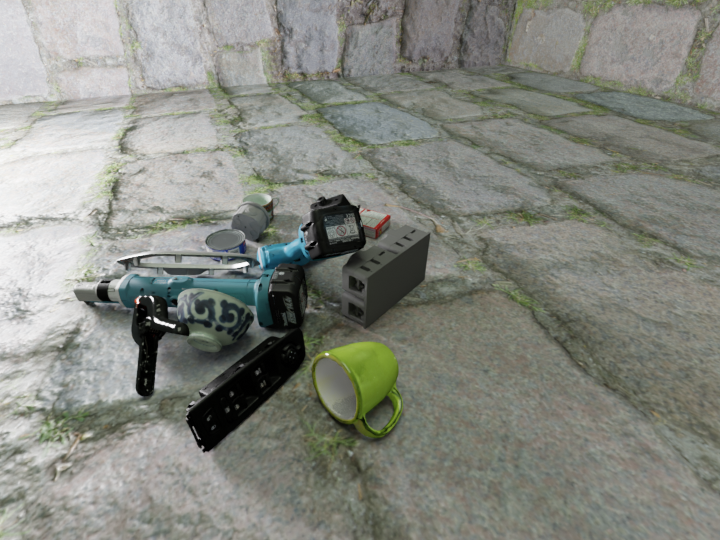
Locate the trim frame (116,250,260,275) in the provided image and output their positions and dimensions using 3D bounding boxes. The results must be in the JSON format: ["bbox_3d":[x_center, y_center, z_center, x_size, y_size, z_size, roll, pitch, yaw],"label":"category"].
[{"bbox_3d":[-0.300,-0.010,0.758,0.238,0.028,0.190,0,-6,-30],"label":"trim frame"}]

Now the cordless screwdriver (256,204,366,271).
[{"bbox_3d":[-0.075,-0.049,0.771,0.153,0.075,0.256,-10,-4,-33],"label":"cordless screwdriver"}]

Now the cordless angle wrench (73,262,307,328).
[{"bbox_3d":[-0.307,0.040,0.732,0.430,0.094,0.076,1,36,10],"label":"cordless angle wrench"}]

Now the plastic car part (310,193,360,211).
[{"bbox_3d":[-0.069,-0.138,0.967,0.120,0.068,0.067,-9,39,26],"label":"plastic car part"}]

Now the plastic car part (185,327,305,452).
[{"bbox_3d":[-0.155,0.152,0.588,0.070,0.065,0.198,-3,25,47],"label":"plastic car part"}]
